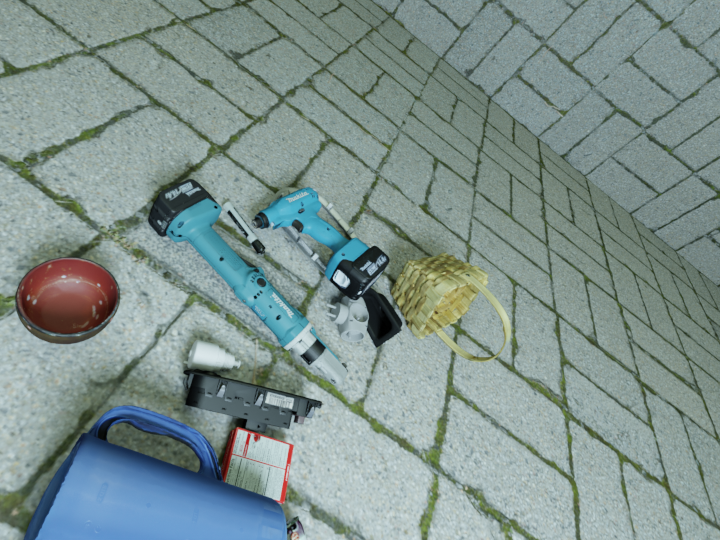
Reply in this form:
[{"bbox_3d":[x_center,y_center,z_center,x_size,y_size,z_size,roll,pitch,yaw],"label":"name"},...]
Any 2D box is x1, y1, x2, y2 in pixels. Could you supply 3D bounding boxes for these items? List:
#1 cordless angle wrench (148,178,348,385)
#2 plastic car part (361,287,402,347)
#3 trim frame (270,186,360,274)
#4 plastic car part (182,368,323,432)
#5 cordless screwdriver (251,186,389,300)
[{"bbox_3d":[-0.176,0.030,0.704,0.425,0.075,0.096,46,41,2],"label":"cordless angle wrench"},{"bbox_3d":[0.041,0.083,0.835,0.067,0.067,0.121,9,45,-53],"label":"plastic car part"},{"bbox_3d":[-0.088,-0.087,0.903,0.253,0.028,0.179,50,43,8],"label":"trim frame"},{"bbox_3d":[-0.158,0.185,0.593,0.196,0.068,0.067,26,70,-20],"label":"plastic car part"},{"bbox_3d":[-0.078,-0.051,0.801,0.257,0.074,0.155,44,48,16],"label":"cordless screwdriver"}]
